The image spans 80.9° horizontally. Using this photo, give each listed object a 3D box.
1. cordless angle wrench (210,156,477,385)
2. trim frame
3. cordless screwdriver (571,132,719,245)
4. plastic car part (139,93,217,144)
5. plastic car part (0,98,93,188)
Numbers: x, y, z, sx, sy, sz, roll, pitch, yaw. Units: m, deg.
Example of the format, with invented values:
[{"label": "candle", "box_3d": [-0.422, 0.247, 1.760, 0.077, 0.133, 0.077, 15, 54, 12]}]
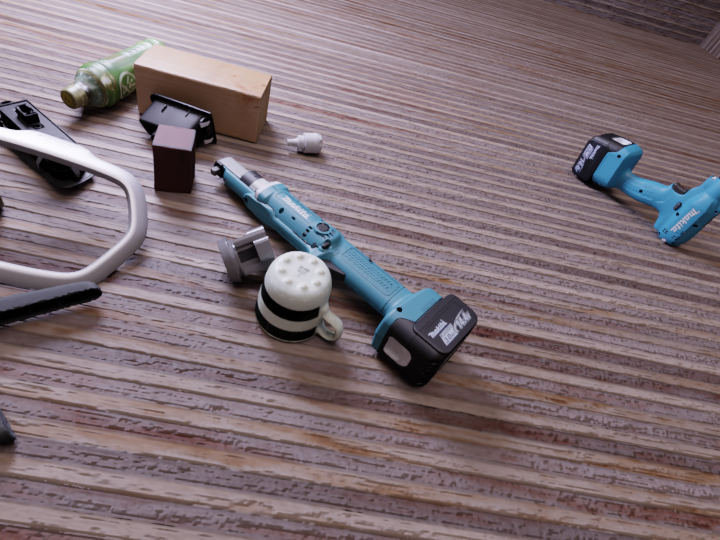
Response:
[{"label": "cordless angle wrench", "box_3d": [-0.055, -0.036, 0.557, 0.441, 0.073, 0.095, 40, 48, 23]}, {"label": "trim frame", "box_3d": [-0.369, -0.074, 0.473, 0.239, 0.028, 0.187, 15, 68, -22]}, {"label": "cordless screwdriver", "box_3d": [0.556, -0.183, 0.809, 0.072, 0.157, 0.261, -15, 53, -31]}, {"label": "plastic car part", "box_3d": [-0.299, -0.228, 0.676, 0.118, 0.064, 0.071, 20, 60, 6]}, {"label": "plastic car part", "box_3d": [-0.447, -0.188, 0.591, 0.209, 0.066, 0.065, 39, 41, 16]}]
